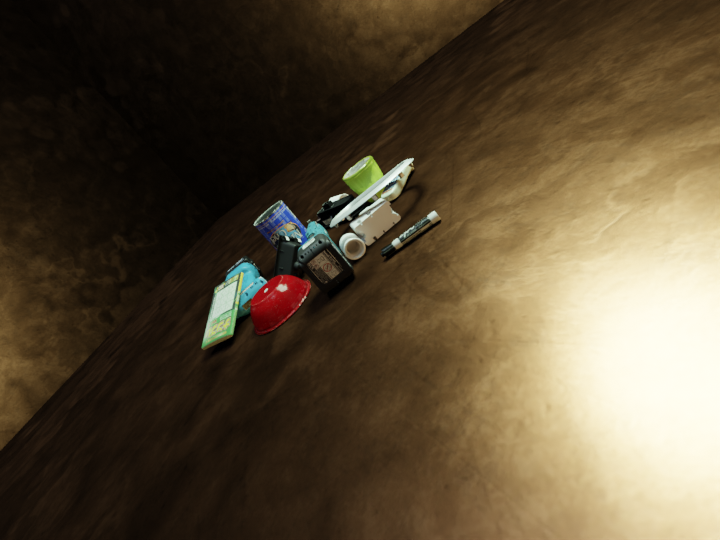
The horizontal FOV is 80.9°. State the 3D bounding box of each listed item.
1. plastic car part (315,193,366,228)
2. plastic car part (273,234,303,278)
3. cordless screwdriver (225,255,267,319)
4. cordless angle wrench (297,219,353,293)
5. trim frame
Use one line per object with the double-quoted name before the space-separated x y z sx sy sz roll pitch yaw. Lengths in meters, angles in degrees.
"plastic car part" -0.061 -0.162 1.139 0.065 0.065 0.211 -44 22 -31
"plastic car part" -0.161 -0.021 1.009 0.075 0.062 0.116 9 90 49
"cordless screwdriver" -0.325 0.056 1.142 0.159 0.071 0.259 -42 25 -4
"cordless angle wrench" -0.096 -0.063 0.982 0.074 0.095 0.433 -39 17 3
"trim frame" 0.022 -0.169 0.948 0.252 0.027 0.184 -36 12 30
